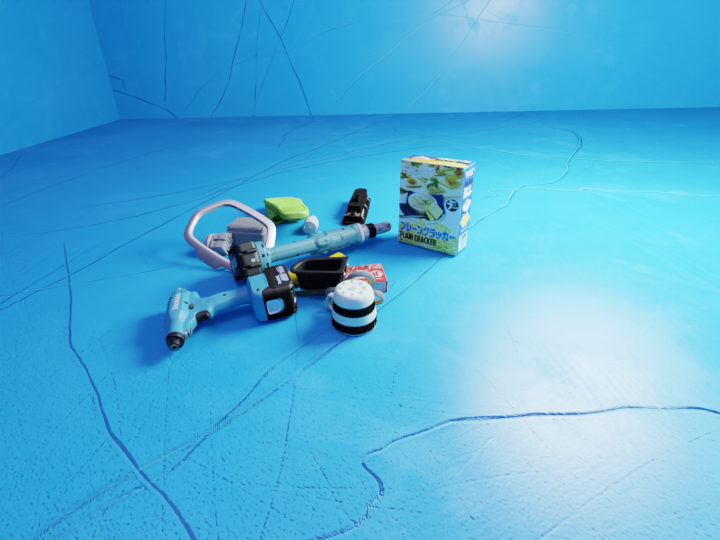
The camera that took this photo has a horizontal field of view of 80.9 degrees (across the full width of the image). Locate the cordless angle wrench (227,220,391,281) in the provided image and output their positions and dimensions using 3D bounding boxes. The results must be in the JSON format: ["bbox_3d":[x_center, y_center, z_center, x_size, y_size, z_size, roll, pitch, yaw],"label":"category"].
[{"bbox_3d":[-0.099,-0.065,1.009,0.410,0.075,0.101,-16,-1,-27],"label":"cordless angle wrench"}]

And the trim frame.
[{"bbox_3d":[-0.324,-0.087,1.049,0.257,0.027,0.183,29,64,18],"label":"trim frame"}]

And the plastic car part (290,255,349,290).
[{"bbox_3d":[-0.081,0.015,0.879,0.120,0.068,0.066,-4,29,16],"label":"plastic car part"}]

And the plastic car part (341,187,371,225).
[{"bbox_3d":[-0.011,-0.198,1.267,0.068,0.065,0.204,-4,26,12],"label":"plastic car part"}]

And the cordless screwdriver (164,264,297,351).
[{"bbox_3d":[-0.246,0.073,0.804,0.246,0.072,0.166,-13,31,-8],"label":"cordless screwdriver"}]
